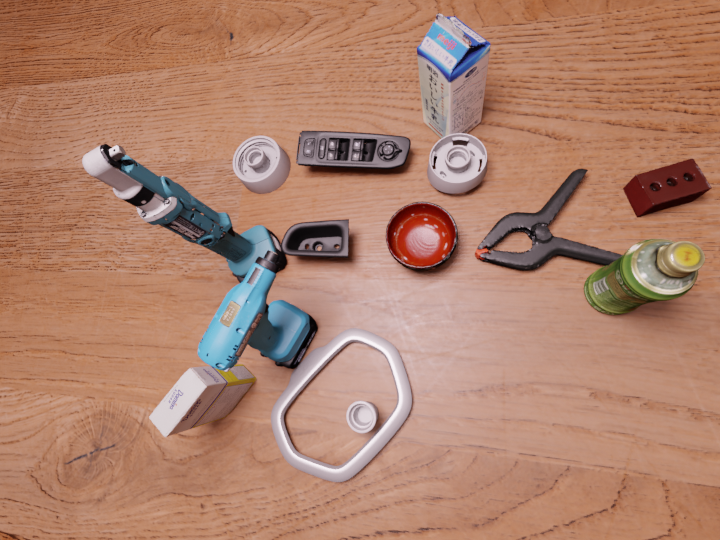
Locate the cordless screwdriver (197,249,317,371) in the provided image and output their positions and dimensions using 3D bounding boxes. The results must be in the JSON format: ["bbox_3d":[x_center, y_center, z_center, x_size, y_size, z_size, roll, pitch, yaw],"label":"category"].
[{"bbox_3d":[-0.131,0.068,0.630,0.077,0.240,0.159,26,83,16],"label":"cordless screwdriver"}]

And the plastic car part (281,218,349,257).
[{"bbox_3d":[-0.072,-0.047,0.738,0.119,0.068,0.067,-1,76,14],"label":"plastic car part"}]

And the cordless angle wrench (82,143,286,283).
[{"bbox_3d":[-0.224,-0.064,0.604,0.098,0.408,0.076,-26,73,5],"label":"cordless angle wrench"}]

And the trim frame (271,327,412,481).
[{"bbox_3d":[-0.033,0.210,0.676,0.192,0.026,0.248,41,89,22],"label":"trim frame"}]

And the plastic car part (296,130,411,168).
[{"bbox_3d":[-0.012,-0.211,0.770,0.209,0.064,0.067,5,77,17],"label":"plastic car part"}]
